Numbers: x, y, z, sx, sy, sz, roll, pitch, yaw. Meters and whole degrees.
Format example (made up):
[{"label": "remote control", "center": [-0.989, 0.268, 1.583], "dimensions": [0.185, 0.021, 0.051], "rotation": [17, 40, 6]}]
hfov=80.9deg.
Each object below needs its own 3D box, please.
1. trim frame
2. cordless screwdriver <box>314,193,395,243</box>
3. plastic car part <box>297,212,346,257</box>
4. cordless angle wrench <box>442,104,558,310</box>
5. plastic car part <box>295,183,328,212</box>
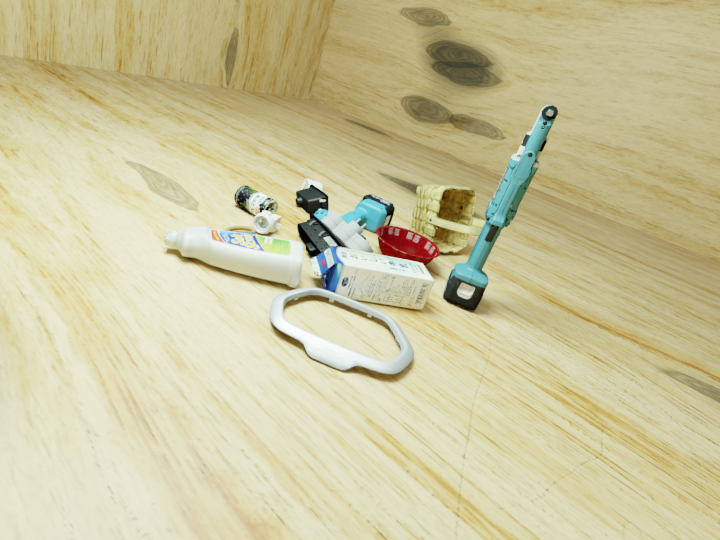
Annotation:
[{"label": "trim frame", "center": [-0.032, 0.094, 0.699], "dimensions": [0.252, 0.027, 0.184], "rotation": [21, 25, 6]}, {"label": "cordless screwdriver", "center": [0.008, -0.125, 1.105], "dimensions": [0.167, 0.073, 0.241], "rotation": [31, 33, 26]}, {"label": "plastic car part", "center": [-0.092, -0.060, 0.937], "dimensions": [0.066, 0.064, 0.214], "rotation": [-19, 38, -13]}, {"label": "cordless angle wrench", "center": [0.281, -0.118, 0.846], "dimensions": [0.076, 0.418, 0.097], "rotation": [24, 25, 9]}, {"label": "plastic car part", "center": [-0.143, -0.194, 1.175], "dimensions": [0.069, 0.064, 0.123], "rotation": [-15, 35, -27]}]
